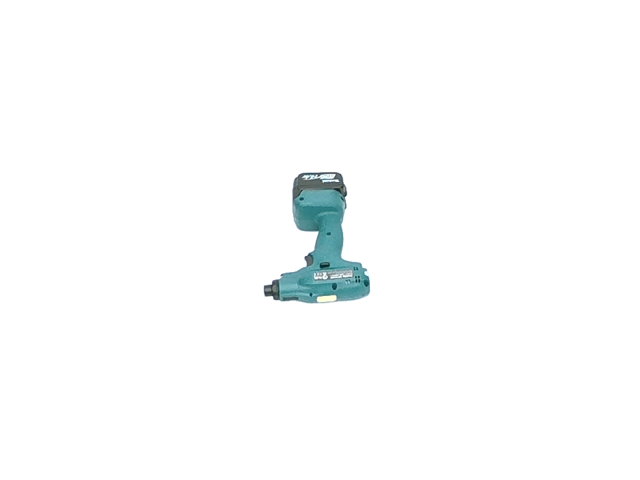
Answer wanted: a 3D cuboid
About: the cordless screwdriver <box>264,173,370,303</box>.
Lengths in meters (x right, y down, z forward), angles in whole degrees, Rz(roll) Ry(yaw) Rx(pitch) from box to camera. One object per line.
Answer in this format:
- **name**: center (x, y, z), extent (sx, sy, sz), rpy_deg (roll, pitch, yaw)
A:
- **cordless screwdriver**: center (-0.015, -0.004, 0.710), extent (0.159, 0.248, 0.074), rpy_deg (-5, -40, -3)
